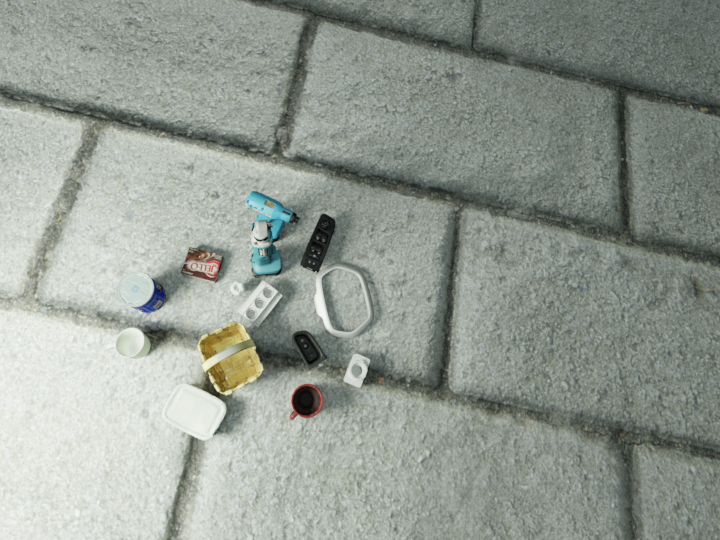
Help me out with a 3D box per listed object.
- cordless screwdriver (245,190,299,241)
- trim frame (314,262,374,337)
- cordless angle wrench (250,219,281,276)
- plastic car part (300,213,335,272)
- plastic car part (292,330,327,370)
[{"bbox_3d":[-0.267,-0.154,1.309,0.159,0.248,0.075,26,73,-2],"label":"cordless screwdriver"},{"bbox_3d":[-0.056,0.094,1.369,0.182,0.027,0.254,-12,75,-9],"label":"trim frame"},{"bbox_3d":[-0.272,-0.061,1.190,0.096,0.421,0.076,-5,78,-12],"label":"cordless angle wrench"},{"bbox_3d":[-0.136,-0.089,1.396,0.066,0.067,0.204,20,73,-2],"label":"plastic car part"},{"bbox_3d":[-0.163,0.237,1.294,0.065,0.070,0.119,-31,80,-15],"label":"plastic car part"}]
